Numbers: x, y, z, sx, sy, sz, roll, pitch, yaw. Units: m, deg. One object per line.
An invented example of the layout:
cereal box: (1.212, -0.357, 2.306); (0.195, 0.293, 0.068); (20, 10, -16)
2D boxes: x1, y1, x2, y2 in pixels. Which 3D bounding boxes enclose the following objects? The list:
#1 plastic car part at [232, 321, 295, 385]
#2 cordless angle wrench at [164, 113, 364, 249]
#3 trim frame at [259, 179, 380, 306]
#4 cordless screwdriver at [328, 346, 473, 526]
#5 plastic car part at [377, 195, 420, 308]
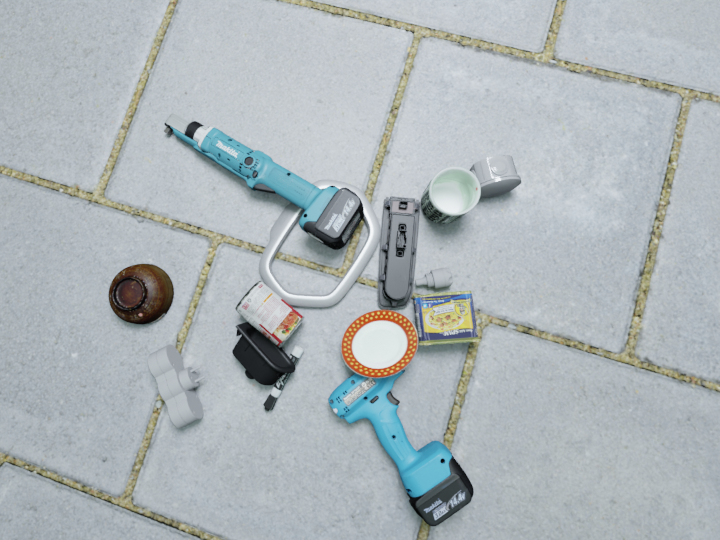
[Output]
plastic car part: (-0.175, 0.151, 0.725); (0.120, 0.064, 0.071); (47, 108, 16)
cordless angle wrench: (-0.192, -0.184, 0.761); (0.436, 0.072, 0.098); (32, 85, 15)
trim frame: (-0.075, -0.049, 0.766); (0.187, 0.027, 0.248); (32, 87, 7)
cordless screwdriver: (0.082, 0.258, 0.690); (0.159, 0.073, 0.255); (-40, 78, -2)
plastic car part: (0.069, -0.032, 0.737); (0.066, 0.067, 0.204); (6, 86, -5)
